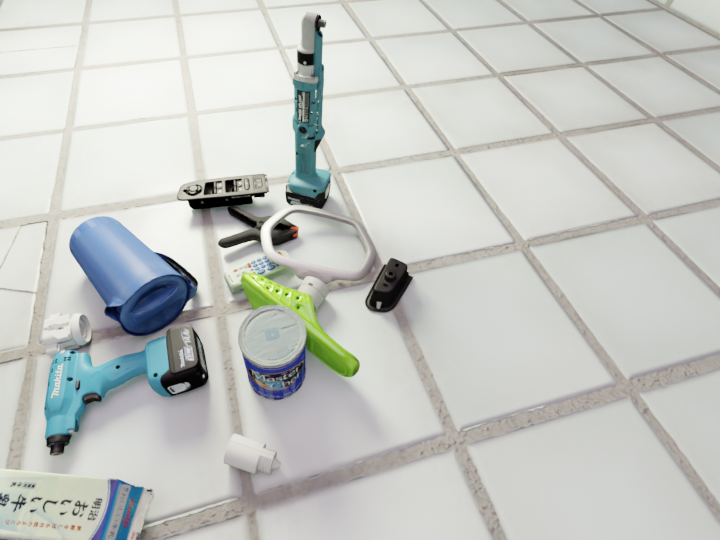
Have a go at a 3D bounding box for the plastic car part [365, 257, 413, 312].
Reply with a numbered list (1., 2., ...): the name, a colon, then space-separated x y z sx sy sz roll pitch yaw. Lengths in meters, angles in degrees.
1. plastic car part: 0.057 0.022 0.828 0.068 0.069 0.116 24 52 15

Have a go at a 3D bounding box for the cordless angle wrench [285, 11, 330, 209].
1. cordless angle wrench: -0.105 -0.295 0.848 0.100 0.412 0.075 18 53 6

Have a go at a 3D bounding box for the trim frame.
1. trim frame: -0.087 -0.057 0.889 0.246 0.027 0.188 12 53 -6

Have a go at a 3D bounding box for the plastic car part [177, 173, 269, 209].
1. plastic car part: -0.313 -0.178 0.969 0.200 0.066 0.069 -5 60 -11

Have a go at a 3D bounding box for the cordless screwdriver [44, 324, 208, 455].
1. cordless screwdriver: -0.377 0.187 0.684 0.246 0.072 0.166 -13 54 -7
